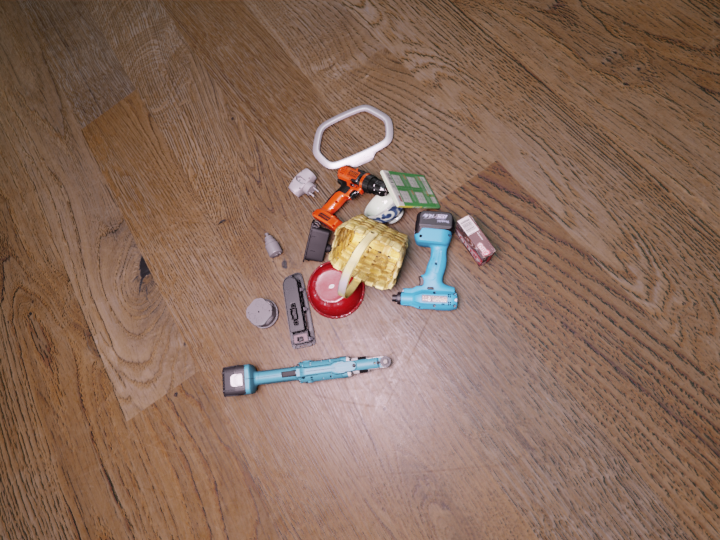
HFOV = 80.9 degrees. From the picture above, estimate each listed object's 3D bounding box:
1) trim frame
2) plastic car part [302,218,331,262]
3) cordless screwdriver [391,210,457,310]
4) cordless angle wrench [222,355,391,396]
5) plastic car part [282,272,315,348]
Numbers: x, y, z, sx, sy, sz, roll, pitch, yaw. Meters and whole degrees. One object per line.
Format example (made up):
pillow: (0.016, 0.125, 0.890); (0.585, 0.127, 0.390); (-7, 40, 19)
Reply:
trim frame: (-0.025, -0.394, 1.254); (0.250, 0.026, 0.190); (-23, 70, 4)
plastic car part: (-0.114, -0.074, 1.161); (0.071, 0.066, 0.115); (11, 103, 0)
cordless screwdriver: (0.163, -0.025, 1.080); (0.163, 0.072, 0.251); (0, 78, 13)
cordless angle wrench: (-0.134, 0.256, 1.067); (0.427, 0.095, 0.076); (-9, 74, 6)
plastic car part: (-0.175, 0.102, 1.131); (0.067, 0.064, 0.208); (-17, 69, 14)
